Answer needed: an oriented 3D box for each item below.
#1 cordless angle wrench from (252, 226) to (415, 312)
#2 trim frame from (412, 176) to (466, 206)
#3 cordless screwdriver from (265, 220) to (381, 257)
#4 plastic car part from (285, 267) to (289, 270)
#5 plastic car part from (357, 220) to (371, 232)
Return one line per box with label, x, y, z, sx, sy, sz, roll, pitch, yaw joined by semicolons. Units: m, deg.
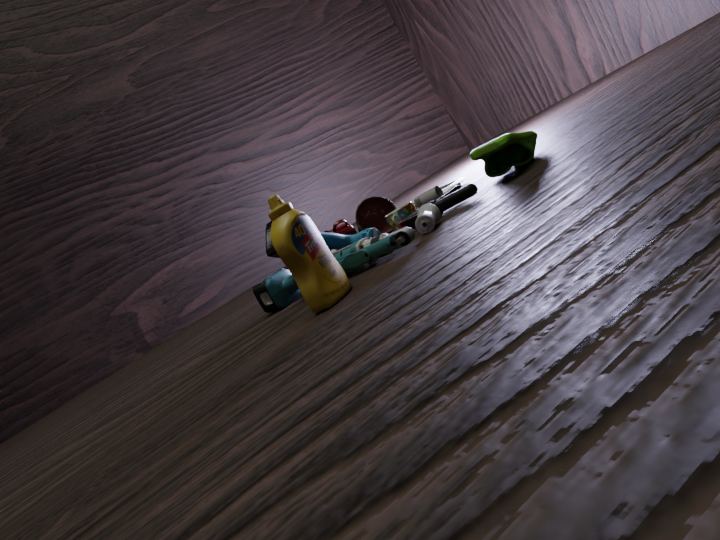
cordless angle wrench;-0.064;-0.004;0.856;0.436;0.073;0.096;-21;11;42
trim frame;0.219;-0.225;1.290;0.181;0.027;0.254;-35;7;-20
cordless screwdriver;-0.093;-0.061;0.950;0.238;0.075;0.163;3;-13;-29
plastic car part;-0.164;0.020;1.062;0.065;0.071;0.119;-35;4;-27
plastic car part;0.033;-0.121;1.255;0.067;0.066;0.204;-6;5;-5
